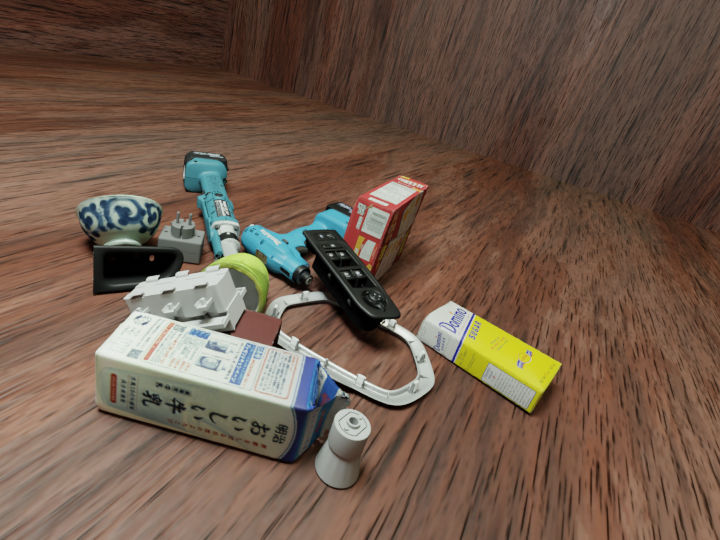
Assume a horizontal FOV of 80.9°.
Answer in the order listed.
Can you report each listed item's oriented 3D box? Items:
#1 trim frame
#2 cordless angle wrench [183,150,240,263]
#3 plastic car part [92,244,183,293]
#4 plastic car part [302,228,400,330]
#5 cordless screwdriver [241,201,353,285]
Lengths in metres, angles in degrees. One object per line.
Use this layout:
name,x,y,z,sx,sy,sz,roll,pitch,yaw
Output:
trim frame,-0.017,0.093,0.580,0.258,0.027,0.180,26,30,18
cordless angle wrench,-0.280,-0.123,0.820,0.094,0.073,0.446,1,32,-27
plastic car part,-0.322,-0.012,0.604,0.111,0.065,0.075,-4,18,-40
plastic car part,-0.024,0.015,0.628,0.063,0.066,0.214,3,32,-41
cordless screwdriver,-0.076,-0.050,0.774,0.168,0.073,0.240,33,36,31
